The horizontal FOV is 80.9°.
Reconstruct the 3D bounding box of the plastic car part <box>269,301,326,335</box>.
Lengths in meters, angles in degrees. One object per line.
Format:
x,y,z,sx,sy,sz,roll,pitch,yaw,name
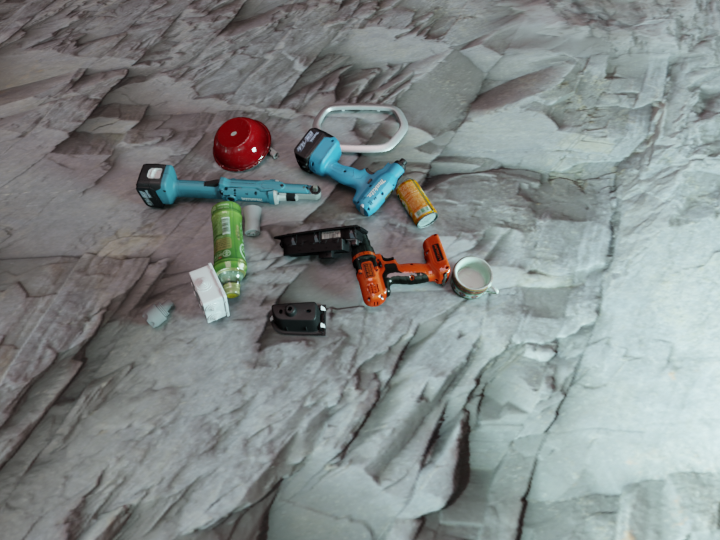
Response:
-0.127,0.089,0.836,0.117,0.069,0.068,0,61,1,plastic car part

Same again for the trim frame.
-0.002,-0.376,1.101,0.252,0.026,0.188,1,63,8,trim frame

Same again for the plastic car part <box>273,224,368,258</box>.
-0.088,-0.057,0.899,0.210,0.064,0.067,0,89,24,plastic car part

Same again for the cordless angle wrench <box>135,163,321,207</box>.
-0.305,-0.192,1.001,0.425,0.095,0.076,3,63,2,cordless angle wrench

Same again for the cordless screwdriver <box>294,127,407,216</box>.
-0.025,-0.253,1.001,0.258,0.072,0.159,37,80,18,cordless screwdriver
